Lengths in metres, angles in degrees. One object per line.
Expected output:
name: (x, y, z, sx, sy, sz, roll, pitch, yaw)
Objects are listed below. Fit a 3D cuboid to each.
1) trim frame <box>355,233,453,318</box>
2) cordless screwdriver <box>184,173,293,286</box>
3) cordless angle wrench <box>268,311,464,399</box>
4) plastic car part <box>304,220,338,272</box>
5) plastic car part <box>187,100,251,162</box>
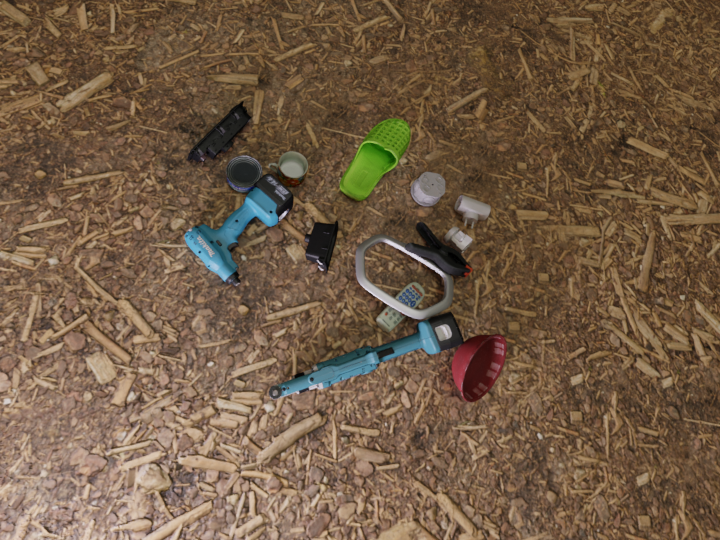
trim frame: (0.100, 0.010, 0.984, 0.254, 0.027, 0.183, 29, 58, 10)
cordless screwdriver: (-0.251, -0.092, 0.954, 0.247, 0.074, 0.161, -42, 84, -16)
cordless angle wrench: (0.009, 0.191, 0.901, 0.417, 0.097, 0.076, -18, 78, -11)
plastic car part: (-0.096, -0.063, 0.982, 0.072, 0.064, 0.118, 8, 67, 5)
plastic car part: (-0.332, -0.332, 1.026, 0.066, 0.067, 0.203, 35, 69, -11)
